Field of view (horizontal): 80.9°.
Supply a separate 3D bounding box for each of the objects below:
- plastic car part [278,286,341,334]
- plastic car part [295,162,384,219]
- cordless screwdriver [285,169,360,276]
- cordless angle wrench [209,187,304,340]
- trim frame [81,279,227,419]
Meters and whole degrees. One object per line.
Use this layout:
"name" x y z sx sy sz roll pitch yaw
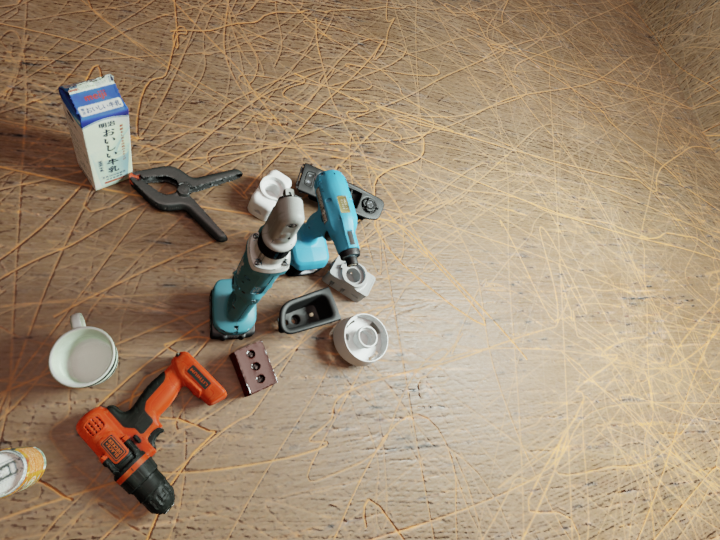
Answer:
"plastic car part" -0.107 0.084 0.781 0.113 0.071 0.067 -16 76 -28
"plastic car part" -0.047 -0.157 0.917 0.198 0.067 0.067 19 62 -13
"cordless screwdriver" -0.073 -0.048 0.750 0.072 0.251 0.163 -6 72 -27
"cordless angle wrench" -0.152 0.012 0.590 0.072 0.427 0.100 2 69 -25
"trim frame" -0.336 0.124 0.698 0.249 0.028 0.183 41 59 1
